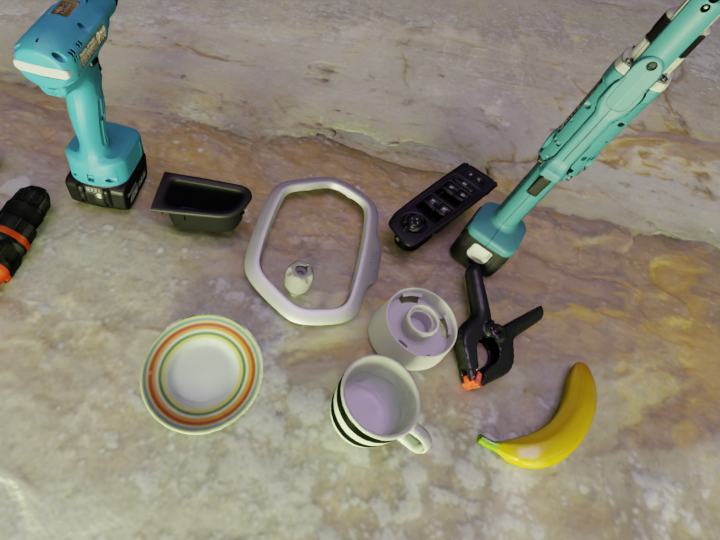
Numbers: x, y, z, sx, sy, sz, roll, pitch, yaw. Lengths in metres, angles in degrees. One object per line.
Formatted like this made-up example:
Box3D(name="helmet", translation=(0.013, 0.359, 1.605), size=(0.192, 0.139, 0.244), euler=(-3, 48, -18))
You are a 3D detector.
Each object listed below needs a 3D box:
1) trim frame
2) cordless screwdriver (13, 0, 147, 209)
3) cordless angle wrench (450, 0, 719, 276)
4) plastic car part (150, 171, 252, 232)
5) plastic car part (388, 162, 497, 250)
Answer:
Box3D(name="trim frame", translation=(-0.058, -0.038, 0.592), size=(0.183, 0.027, 0.253), euler=(14, 55, -4))
Box3D(name="cordless screwdriver", translation=(-0.311, -0.198, 0.506), size=(0.073, 0.246, 0.163), euler=(11, 56, -11))
Box3D(name="cordless angle wrench", translation=(0.239, -0.137, 0.487), size=(0.076, 0.419, 0.097), euler=(38, 56, 7))
Box3D(name="plastic car part", translation=(-0.205, -0.078, 0.559), size=(0.115, 0.070, 0.068), euler=(9, 57, -8))
Box3D(name="plastic car part", translation=(0.116, -0.092, 0.643), size=(0.199, 0.066, 0.068), euler=(-35, 73, -30))
